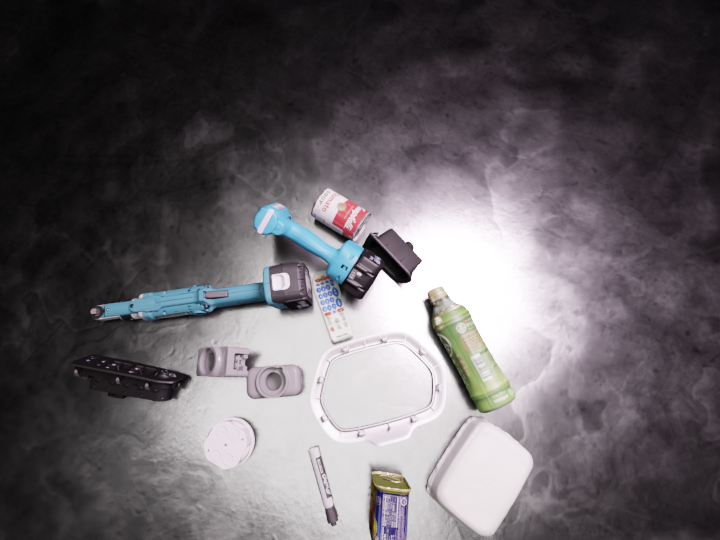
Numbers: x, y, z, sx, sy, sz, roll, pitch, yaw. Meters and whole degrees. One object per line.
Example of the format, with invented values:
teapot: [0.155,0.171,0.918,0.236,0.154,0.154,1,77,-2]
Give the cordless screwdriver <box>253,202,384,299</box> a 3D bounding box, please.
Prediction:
cordless screwdriver: [-0.079,-0.052,0.807,0.249,0.160,0.074,31,102,-2]

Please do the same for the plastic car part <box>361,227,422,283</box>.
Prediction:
plastic car part: [0.070,-0.035,0.823,0.119,0.065,0.070,43,64,10]

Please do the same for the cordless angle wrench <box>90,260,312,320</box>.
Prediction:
cordless angle wrench: [-0.306,0.055,0.804,0.426,0.095,0.076,-8,74,5]

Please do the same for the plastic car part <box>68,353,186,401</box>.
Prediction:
plastic car part: [-0.424,0.200,0.772,0.205,0.065,0.067,5,83,5]

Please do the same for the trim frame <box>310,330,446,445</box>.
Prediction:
trim frame: [0.031,0.211,0.759,0.247,0.027,0.188,-14,73,-3]
